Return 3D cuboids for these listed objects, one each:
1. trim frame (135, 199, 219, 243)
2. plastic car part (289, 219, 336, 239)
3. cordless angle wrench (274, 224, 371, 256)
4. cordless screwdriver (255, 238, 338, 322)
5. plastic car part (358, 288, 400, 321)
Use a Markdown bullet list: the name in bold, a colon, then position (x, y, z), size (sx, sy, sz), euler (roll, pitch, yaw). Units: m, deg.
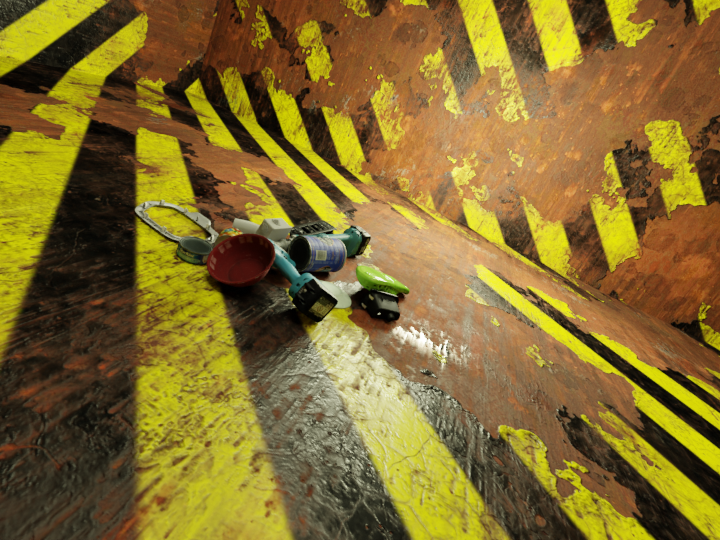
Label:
- **trim frame**: position (-0.498, -0.136, 1.157), size (0.259, 0.027, 0.178), euler (30, 21, 22)
- **plastic car part**: position (-0.171, -0.122, 1.406), size (0.069, 0.067, 0.195), euler (42, 31, 22)
- **cordless angle wrench**: position (-0.131, -0.086, 1.340), size (0.078, 0.097, 0.404), euler (41, 30, 29)
- **cordless screwdriver**: position (-0.153, 0.024, 1.050), size (0.263, 0.074, 0.150), euler (42, 0, 37)
- **plastic car part**: position (0.066, 0.104, 1.139), size (0.111, 0.066, 0.074), euler (17, 37, -28)
